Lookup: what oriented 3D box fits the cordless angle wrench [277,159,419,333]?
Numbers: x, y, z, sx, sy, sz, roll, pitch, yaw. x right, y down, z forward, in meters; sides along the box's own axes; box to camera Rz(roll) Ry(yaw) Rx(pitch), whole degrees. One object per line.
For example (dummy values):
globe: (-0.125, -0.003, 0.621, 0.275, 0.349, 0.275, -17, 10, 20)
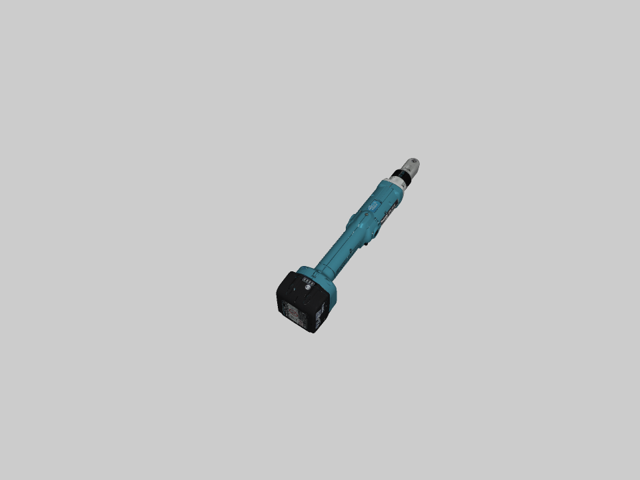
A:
cordless angle wrench: (0.078, -0.023, 0.771, 0.074, 0.421, 0.098, 29, -31, 19)
